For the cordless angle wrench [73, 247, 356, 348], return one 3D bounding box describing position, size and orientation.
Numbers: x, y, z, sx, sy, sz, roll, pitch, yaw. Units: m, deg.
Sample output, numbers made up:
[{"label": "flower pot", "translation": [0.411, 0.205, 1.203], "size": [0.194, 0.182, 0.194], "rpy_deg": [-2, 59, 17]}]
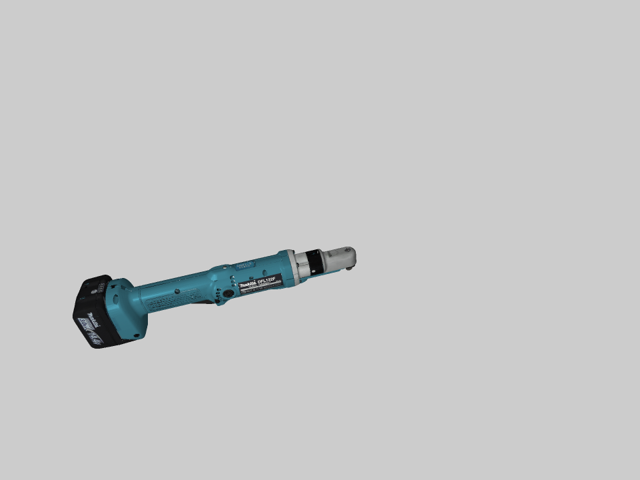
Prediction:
[{"label": "cordless angle wrench", "translation": [-0.147, 0.068, 0.663], "size": [0.423, 0.098, 0.074], "rpy_deg": [-13, 38, -8]}]
